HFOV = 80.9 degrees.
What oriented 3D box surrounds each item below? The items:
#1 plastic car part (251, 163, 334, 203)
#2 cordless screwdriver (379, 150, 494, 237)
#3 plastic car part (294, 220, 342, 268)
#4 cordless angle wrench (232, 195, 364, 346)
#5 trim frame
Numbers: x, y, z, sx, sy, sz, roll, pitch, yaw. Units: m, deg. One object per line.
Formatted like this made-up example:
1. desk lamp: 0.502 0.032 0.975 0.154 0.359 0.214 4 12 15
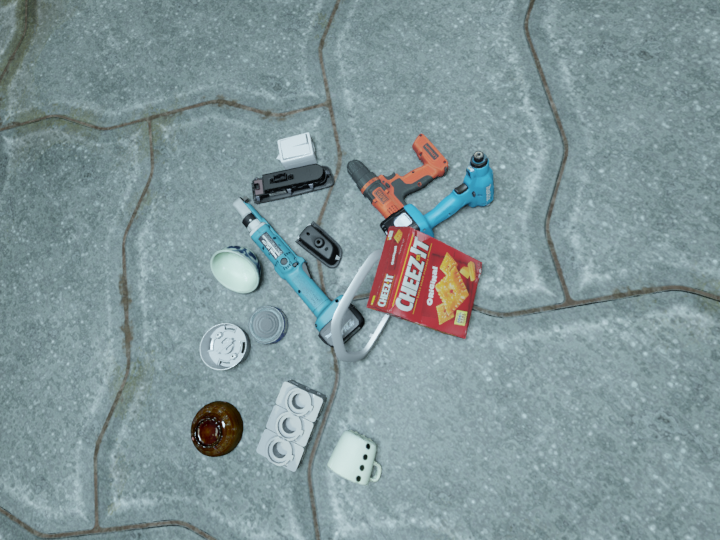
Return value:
1. plastic car part: -0.166 -0.216 1.004 0.205 0.065 0.068 -9 70 6
2. cordless screwdriver: 0.161 -0.135 0.870 0.249 0.151 0.078 -33 60 3
3. plastic car part: -0.093 -0.061 0.947 0.121 0.068 0.066 40 88 18
4. cordless angle wrench: -0.162 -0.015 0.952 0.098 0.072 0.438 -42 71 -2
5. trim frame: 0.021 0.068 0.841 0.029 0.174 0.249 17 71 41
